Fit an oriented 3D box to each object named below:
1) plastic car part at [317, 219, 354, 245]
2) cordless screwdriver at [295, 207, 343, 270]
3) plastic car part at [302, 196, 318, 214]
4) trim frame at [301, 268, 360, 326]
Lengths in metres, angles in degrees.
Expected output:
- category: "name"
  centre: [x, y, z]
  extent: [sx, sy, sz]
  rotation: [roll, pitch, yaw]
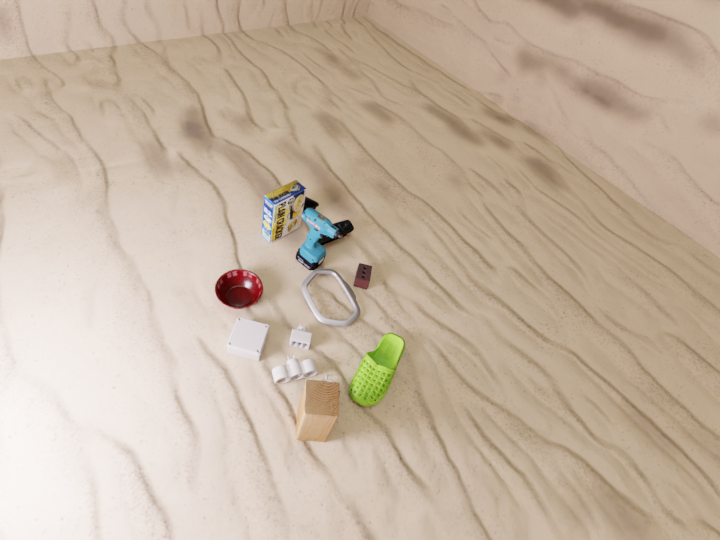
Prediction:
- category: "plastic car part"
  centre: [-0.112, -0.143, 1.677]
  extent: [0.198, 0.066, 0.069]
  rotation: [-26, 61, -29]
- category: "cordless screwdriver"
  centre: [-0.148, -0.097, 1.513]
  extent: [0.164, 0.244, 0.073]
  rotation: [37, 51, 15]
- category: "plastic car part"
  centre: [-0.235, -0.264, 1.753]
  extent: [0.119, 0.069, 0.066]
  rotation: [28, 50, 11]
- category: "trim frame"
  centre: [-0.104, 0.094, 1.505]
  extent: [0.179, 0.027, 0.260]
  rotation: [-19, 56, -25]
